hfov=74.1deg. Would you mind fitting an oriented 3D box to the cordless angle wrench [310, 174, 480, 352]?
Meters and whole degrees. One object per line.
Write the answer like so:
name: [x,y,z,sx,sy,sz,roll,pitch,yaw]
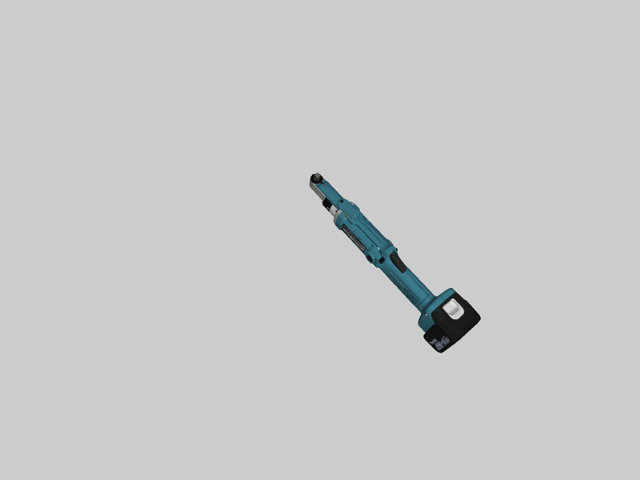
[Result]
cordless angle wrench: [0.115,0.022,0.816,0.074,0.422,0.098,-34,-21,-22]
